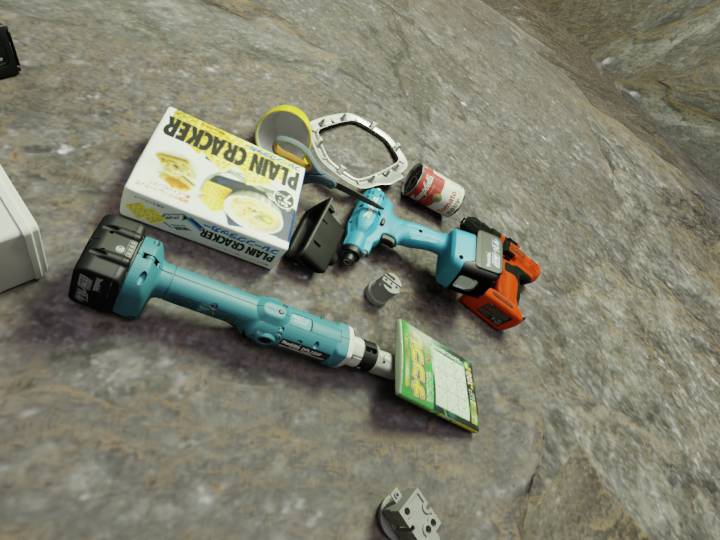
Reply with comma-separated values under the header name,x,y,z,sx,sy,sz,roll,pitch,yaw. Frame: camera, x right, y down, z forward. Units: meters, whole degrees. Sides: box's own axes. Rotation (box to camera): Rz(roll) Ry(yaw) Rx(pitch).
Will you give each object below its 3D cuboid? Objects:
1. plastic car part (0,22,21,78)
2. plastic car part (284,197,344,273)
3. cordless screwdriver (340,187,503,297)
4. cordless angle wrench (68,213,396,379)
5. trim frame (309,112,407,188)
name,x,y,z,sx,sy,sz,roll,pitch,yaw
plastic car part,-0.519,-0.246,0.489,0.068,0.066,0.201,36,49,4
plastic car part,-0.062,-0.041,0.635,0.068,0.068,0.118,38,51,-26
cordless screwdriver,0.094,-0.031,0.680,0.251,0.073,0.160,23,51,4
cordless angle wrench,-0.115,0.062,0.515,0.407,0.099,0.076,24,49,-21
trim frame,0.003,-0.229,0.793,0.187,0.028,0.243,47,39,7
